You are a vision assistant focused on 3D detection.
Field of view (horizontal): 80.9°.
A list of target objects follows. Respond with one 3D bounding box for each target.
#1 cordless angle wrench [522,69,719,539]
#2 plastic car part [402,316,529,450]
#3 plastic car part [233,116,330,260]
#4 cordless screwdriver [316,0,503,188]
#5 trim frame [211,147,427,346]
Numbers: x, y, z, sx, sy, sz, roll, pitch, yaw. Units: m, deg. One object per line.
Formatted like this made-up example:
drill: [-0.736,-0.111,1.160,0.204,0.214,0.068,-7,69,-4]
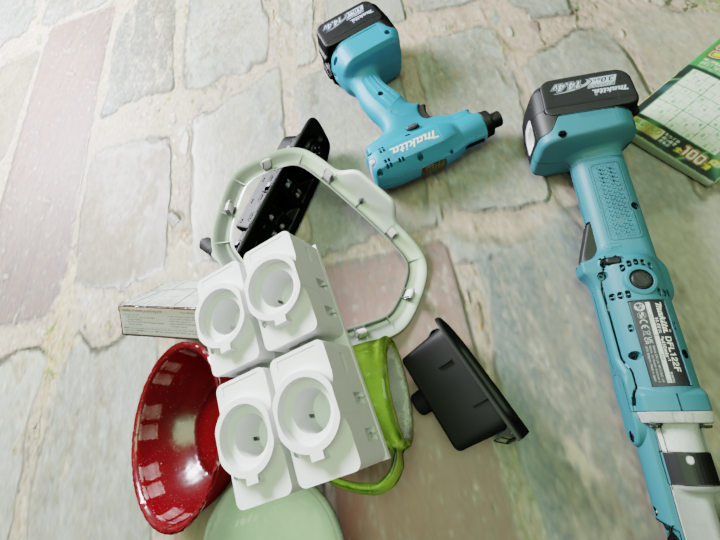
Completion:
cordless angle wrench: [0.235,0.014,0.375,0.100,0.071,0.433,-7,68,11]
plastic car part: [0.083,0.110,0.382,0.071,0.062,0.122,-42,60,10]
plastic car part: [-0.098,-0.094,0.520,0.071,0.062,0.203,11,70,45]
cordless screwdriver: [0.050,-0.231,0.531,0.160,0.071,0.257,-24,67,3]
trim frame: [-0.044,-0.029,0.450,0.253,0.027,0.183,42,74,9]
